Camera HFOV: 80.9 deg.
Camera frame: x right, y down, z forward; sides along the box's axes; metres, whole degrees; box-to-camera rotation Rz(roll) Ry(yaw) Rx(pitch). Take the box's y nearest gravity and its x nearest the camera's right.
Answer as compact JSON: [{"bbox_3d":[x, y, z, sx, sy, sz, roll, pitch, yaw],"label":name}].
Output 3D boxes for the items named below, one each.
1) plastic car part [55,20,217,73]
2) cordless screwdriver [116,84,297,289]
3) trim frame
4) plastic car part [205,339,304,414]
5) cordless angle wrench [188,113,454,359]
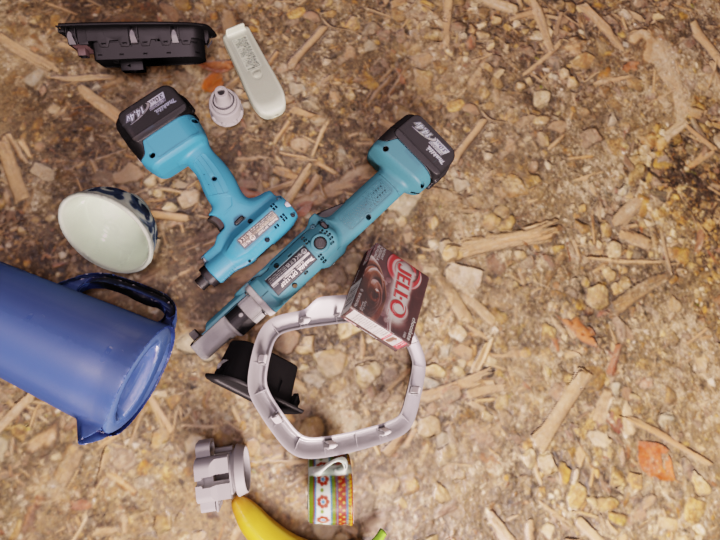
[{"bbox_3d":[-0.303,-0.314,0.591,0.201,0.067,0.067,-9,94,-6],"label":"plastic car part"},{"bbox_3d":[-0.221,-0.107,0.561,0.158,0.075,0.248,-43,91,-10],"label":"cordless screwdriver"},{"bbox_3d":[-0.018,0.123,0.521,0.239,0.028,0.188,-2,71,-25],"label":"trim frame"},{"bbox_3d":[-0.124,0.124,0.525,0.112,0.068,0.072,38,51,-23],"label":"plastic car part"},{"bbox_3d":[-0.055,-0.036,0.564,0.421,0.074,0.098,-43,89,-7],"label":"cordless angle wrench"}]
